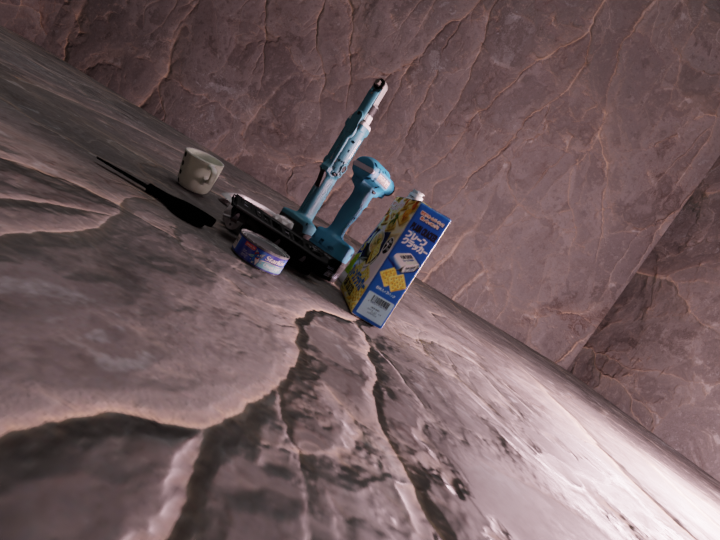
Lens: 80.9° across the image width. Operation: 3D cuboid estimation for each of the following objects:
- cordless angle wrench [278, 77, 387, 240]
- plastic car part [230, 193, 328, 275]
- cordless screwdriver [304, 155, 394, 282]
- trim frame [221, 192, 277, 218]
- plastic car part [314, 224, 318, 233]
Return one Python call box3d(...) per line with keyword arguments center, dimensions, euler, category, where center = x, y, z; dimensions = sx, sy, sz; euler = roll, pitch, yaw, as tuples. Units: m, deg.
box3d(center=(-0.059, -0.239, 0.954), dimensions=(0.078, 0.423, 0.094), euler=(35, 6, 22), category="cordless angle wrench")
box3d(center=(-0.142, -0.050, 0.725), dimensions=(0.195, 0.067, 0.069), euler=(29, 7, -21), category="plastic car part")
box3d(center=(-0.018, -0.098, 0.851), dimensions=(0.078, 0.248, 0.152), euler=(35, 7, 24), category="cordless screwdriver")
box3d(center=(-0.264, -0.148, 1.085), dimensions=(0.184, 0.027, 0.249), euler=(31, 6, -3), category="trim frame")
box3d(center=(-0.101, -0.066, 1.031), dimensions=(0.062, 0.071, 0.123), euler=(27, 8, -42), category="plastic car part")
